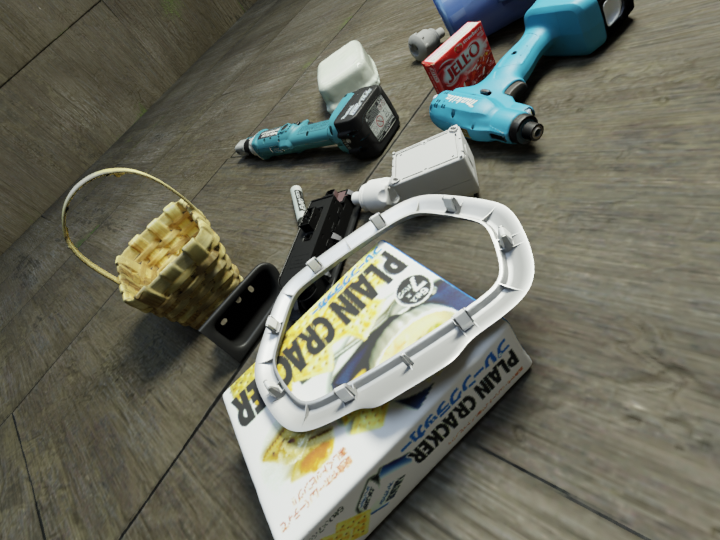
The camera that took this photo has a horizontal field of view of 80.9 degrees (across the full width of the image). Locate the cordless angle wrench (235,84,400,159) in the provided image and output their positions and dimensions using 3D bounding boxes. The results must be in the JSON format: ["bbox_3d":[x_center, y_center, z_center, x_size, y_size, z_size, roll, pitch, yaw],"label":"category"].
[{"bbox_3d":[-0.122,-0.245,0.780,0.445,0.070,0.098,9,59,47],"label":"cordless angle wrench"}]

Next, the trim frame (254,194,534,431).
[{"bbox_3d":[0.011,0.021,0.342,0.250,0.026,0.193,-33,40,8],"label":"trim frame"}]

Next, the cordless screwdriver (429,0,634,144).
[{"bbox_3d":[0.215,-0.248,0.496,0.249,0.070,0.168,-45,38,1],"label":"cordless screwdriver"}]

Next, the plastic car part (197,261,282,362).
[{"bbox_3d":[-0.150,0.046,0.538,0.074,0.063,0.116,-4,46,56],"label":"plastic car part"}]

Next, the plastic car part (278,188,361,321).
[{"bbox_3d":[-0.051,-0.034,0.527,0.069,0.063,0.206,-7,52,27],"label":"plastic car part"}]
